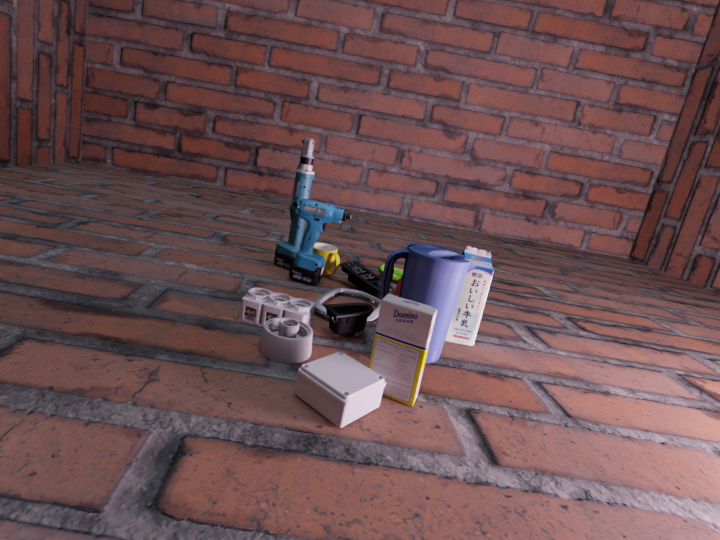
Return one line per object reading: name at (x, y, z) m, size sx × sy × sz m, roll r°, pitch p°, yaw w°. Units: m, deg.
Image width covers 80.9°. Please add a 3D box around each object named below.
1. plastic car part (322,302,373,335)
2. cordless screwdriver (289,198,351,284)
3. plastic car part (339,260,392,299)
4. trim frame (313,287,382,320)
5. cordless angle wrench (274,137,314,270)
plastic car part at (-0.025, 0.115, 0.962) m, size 0.112 × 0.070 × 0.069 m, roll 2°, pitch 17°, yaw -30°
cordless screwdriver at (-0.124, -0.081, 1.268) m, size 0.162 × 0.246 × 0.074 m, roll 14°, pitch 13°, yaw 10°
plastic car part at (0.012, 0.033, 1.286) m, size 0.063 × 0.066 × 0.215 m, roll 0°, pitch 18°, yaw -37°
trim frame at (-0.030, 0.090, 1.131) m, size 0.190 × 0.027 × 0.243 m, roll 15°, pitch 16°, yaw 16°
cordless angle wrench at (-0.197, -0.212, 1.366) m, size 0.103 × 0.418 × 0.071 m, roll 19°, pitch 15°, yaw 28°
